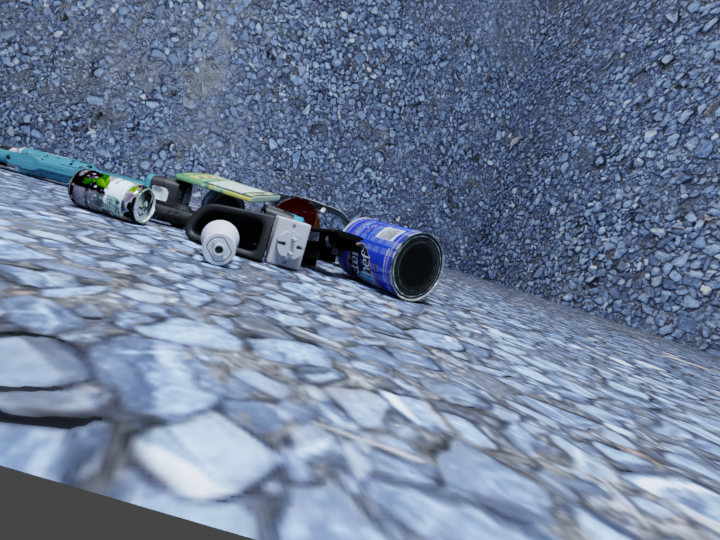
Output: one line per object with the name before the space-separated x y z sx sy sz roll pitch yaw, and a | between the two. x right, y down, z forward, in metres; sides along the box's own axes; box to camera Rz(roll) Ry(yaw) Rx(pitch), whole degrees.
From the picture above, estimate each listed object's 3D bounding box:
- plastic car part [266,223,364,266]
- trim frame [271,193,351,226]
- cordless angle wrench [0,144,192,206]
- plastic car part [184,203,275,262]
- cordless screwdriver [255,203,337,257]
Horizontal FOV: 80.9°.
plastic car part | -0.092 -0.044 0.682 0.063 0.067 0.214 2 9 -45
trim frame | -0.115 -0.108 1.008 0.261 0.027 0.176 21 -37 28
cordless angle wrench | -0.558 -0.192 0.843 0.418 0.074 0.099 13 4 -7
plastic car part | -0.178 -0.051 0.598 0.119 0.066 0.069 14 -11 8
cordless screwdriver | -0.079 -0.052 0.808 0.245 0.074 0.162 19 4 -10
